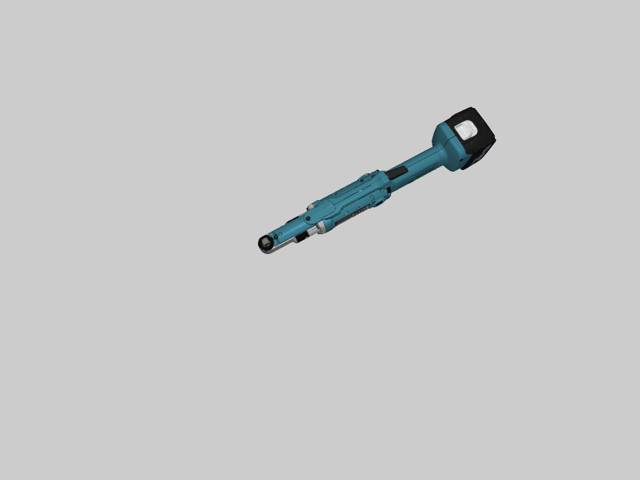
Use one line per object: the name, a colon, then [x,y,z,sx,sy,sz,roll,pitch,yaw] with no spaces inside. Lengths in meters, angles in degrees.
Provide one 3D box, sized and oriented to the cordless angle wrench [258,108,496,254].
cordless angle wrench: [0.087,-0.085,0.710,0.423,0.074,0.098,-28,-13,-6]
